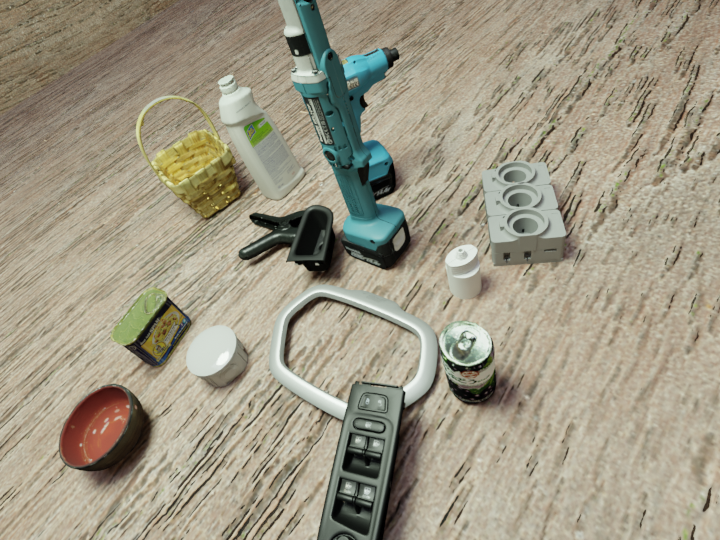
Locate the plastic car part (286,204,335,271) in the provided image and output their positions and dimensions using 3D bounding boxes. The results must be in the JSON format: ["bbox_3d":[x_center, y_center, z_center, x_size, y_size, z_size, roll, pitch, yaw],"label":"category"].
[{"bbox_3d":[-0.068,-0.045,0.697,0.068,0.067,0.118,-2,51,20],"label":"plastic car part"}]

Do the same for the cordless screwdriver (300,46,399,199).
[{"bbox_3d":[0.009,-0.236,0.710,0.159,0.237,0.078,-25,47,-1],"label":"cordless screwdriver"}]

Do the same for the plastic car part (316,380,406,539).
[{"bbox_3d":[0.003,0.226,0.444,0.069,0.064,0.205,1,53,22],"label":"plastic car part"}]

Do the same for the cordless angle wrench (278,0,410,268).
[{"bbox_3d":[-0.022,-0.163,0.549,0.103,0.402,0.074,23,62,34],"label":"cordless angle wrench"}]

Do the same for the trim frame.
[{"bbox_3d":[-0.018,0.102,0.582,0.261,0.026,0.184,17,60,32],"label":"trim frame"}]
